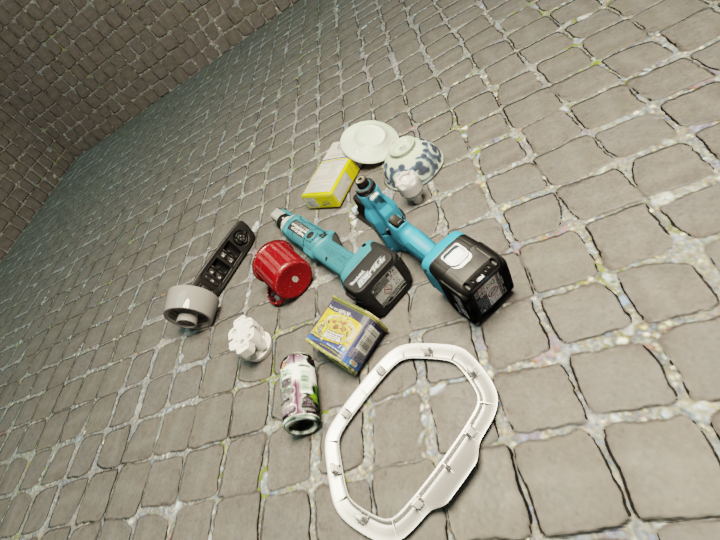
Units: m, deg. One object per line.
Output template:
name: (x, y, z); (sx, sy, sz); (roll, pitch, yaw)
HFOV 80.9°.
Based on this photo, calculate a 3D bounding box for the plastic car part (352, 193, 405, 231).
plastic car part: (0.028, -0.119, 0.776); (0.066, 0.067, 0.123); (-43, 38, -1)

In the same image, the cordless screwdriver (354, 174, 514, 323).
cordless screwdriver: (0.086, -0.045, 0.603); (0.074, 0.150, 0.263); (-43, 42, -4)

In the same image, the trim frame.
trim frame: (0.053, 0.193, 0.517); (0.247, 0.026, 0.195); (-48, 42, -10)

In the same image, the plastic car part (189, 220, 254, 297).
plastic car part: (-0.312, -0.020, 0.963); (0.203, 0.064, 0.069); (-60, 18, -19)

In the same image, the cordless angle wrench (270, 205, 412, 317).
cordless angle wrench: (-0.078, -0.051, 0.802); (0.098, 0.070, 0.447); (-47, 39, -8)
